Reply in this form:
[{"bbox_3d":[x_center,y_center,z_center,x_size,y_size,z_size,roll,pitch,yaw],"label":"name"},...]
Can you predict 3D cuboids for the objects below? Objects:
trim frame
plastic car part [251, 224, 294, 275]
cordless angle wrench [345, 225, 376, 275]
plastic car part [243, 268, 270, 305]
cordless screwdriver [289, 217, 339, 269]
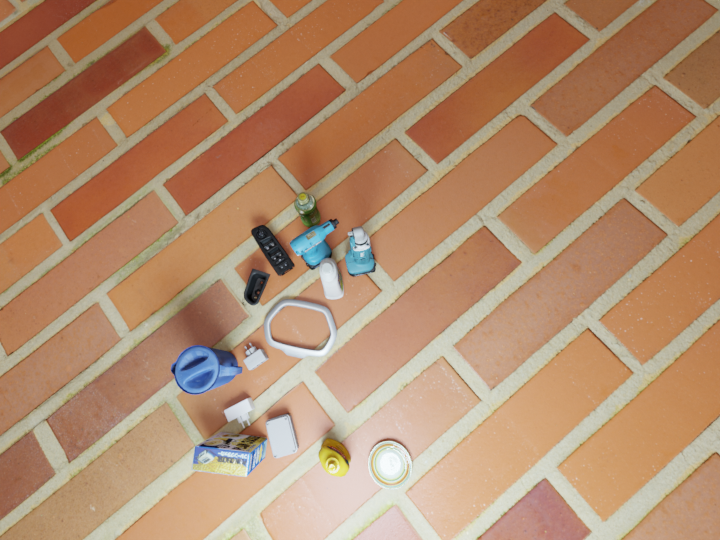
[{"bbox_3d":[-0.200,0.193,1.396,0.252,0.027,0.186,9,77,8],"label":"trim frame"},{"bbox_3d":[-0.302,-0.071,1.454,0.066,0.065,0.208,-36,76,-5],"label":"plastic car part"},{"bbox_3d":[-0.001,-0.059,1.239,0.098,0.415,0.076,-12,79,-1],"label":"cordless angle wrench"},{"bbox_3d":[-0.348,0.062,1.424,0.067,0.069,0.117,17,79,7],"label":"plastic car part"},{"bbox_3d":[-0.132,-0.086,1.348,0.159,0.244,0.076,-33,80,-5],"label":"cordless screwdriver"}]
